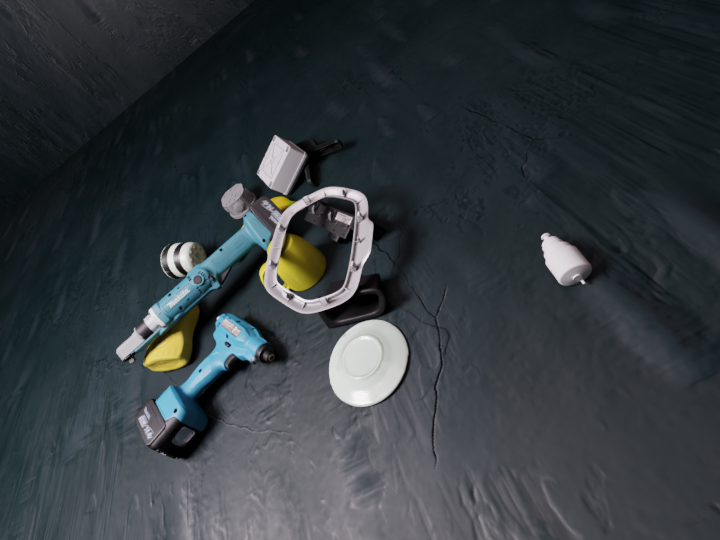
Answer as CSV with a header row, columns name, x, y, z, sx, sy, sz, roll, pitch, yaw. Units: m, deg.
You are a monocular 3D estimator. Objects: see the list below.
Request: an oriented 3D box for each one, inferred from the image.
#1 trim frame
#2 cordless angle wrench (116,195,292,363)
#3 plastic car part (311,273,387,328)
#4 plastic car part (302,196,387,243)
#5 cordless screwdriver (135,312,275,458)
name,x,y,z,sx,sy,sz,roll,pitch,yaw
trim frame,-0.068,-0.045,0.698,0.190,0.026,0.253,-3,56,19
cordless angle wrench,-0.318,0.022,0.852,0.421,0.099,0.074,-44,-5,-9
plastic car part,-0.010,0.039,0.680,0.119,0.063,0.072,-17,35,21
plastic car part,-0.045,-0.092,0.806,0.215,0.063,0.067,33,105,45
cordless screwdriver,-0.259,0.199,0.727,0.168,0.070,0.248,20,67,44
